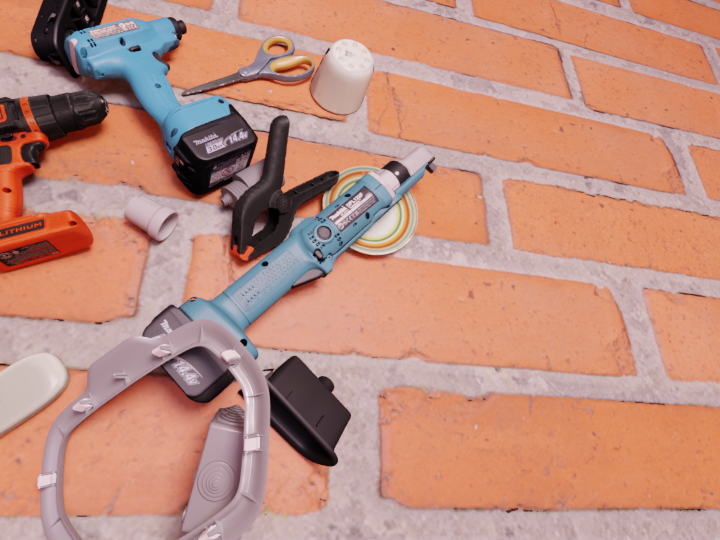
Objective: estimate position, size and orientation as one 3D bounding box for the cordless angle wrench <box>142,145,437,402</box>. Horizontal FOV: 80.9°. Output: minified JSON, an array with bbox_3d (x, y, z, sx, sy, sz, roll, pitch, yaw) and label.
[{"bbox_3d":[-0.048,-0.032,0.495,0.099,0.074,0.418,45,66,4],"label":"cordless angle wrench"}]

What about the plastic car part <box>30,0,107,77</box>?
[{"bbox_3d":[-0.384,-0.347,0.557,0.066,0.065,0.208,-2,68,-9],"label":"plastic car part"}]

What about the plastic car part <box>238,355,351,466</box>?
[{"bbox_3d":[-0.059,0.137,0.444,0.117,0.066,0.070,42,48,-1],"label":"plastic car part"}]

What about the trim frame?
[{"bbox_3d":[-0.178,0.149,0.346,0.251,0.026,0.191,-34,65,12],"label":"trim frame"}]

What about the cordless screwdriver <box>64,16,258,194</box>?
[{"bbox_3d":[-0.227,-0.225,0.536,0.252,0.075,0.157,46,56,6],"label":"cordless screwdriver"}]
